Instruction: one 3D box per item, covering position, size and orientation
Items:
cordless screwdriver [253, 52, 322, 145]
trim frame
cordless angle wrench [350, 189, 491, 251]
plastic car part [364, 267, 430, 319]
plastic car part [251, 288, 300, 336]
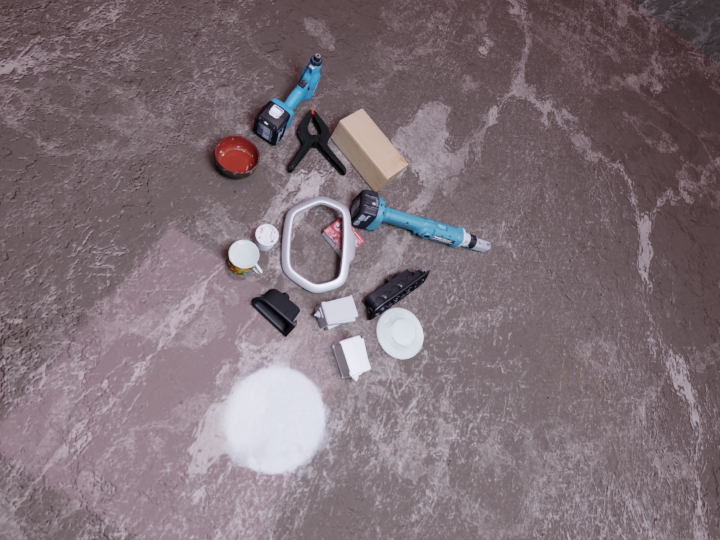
[{"bbox_3d":[-0.185,-0.463,1.133,0.073,0.161,0.249,35,65,-8],"label":"cordless screwdriver"},{"bbox_3d":[-0.103,-0.068,1.056,0.183,0.027,0.252,3,74,-3],"label":"trim frame"},{"bbox_3d":[0.178,-0.116,1.156,0.411,0.099,0.076,14,64,-16],"label":"cordless angle wrench"},{"bbox_3d":[0.086,0.050,1.075,0.200,0.066,0.069,-37,77,-26],"label":"plastic car part"},{"bbox_3d":[-0.187,0.084,0.980,0.118,0.066,0.070,43,48,4],"label":"plastic car part"}]
